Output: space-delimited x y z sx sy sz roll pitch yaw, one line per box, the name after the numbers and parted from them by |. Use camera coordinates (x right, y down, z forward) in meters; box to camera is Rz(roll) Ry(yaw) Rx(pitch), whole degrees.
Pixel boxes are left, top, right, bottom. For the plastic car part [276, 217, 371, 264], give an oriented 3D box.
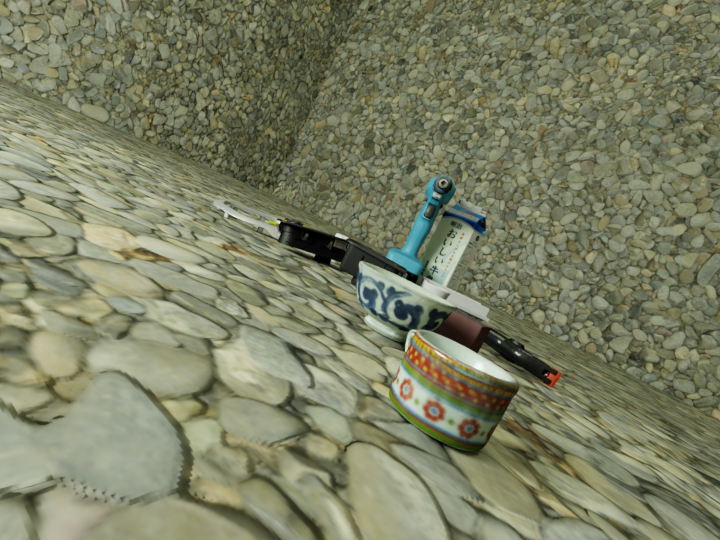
-0.079 -0.052 0.813 0.193 0.067 0.070 22 7 -32 | plastic car part

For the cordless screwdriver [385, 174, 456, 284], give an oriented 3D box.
0.106 -0.063 0.796 0.076 0.248 0.156 27 5 7 | cordless screwdriver

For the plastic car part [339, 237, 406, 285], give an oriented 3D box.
0.014 -0.001 0.743 0.118 0.071 0.065 26 6 6 | plastic car part

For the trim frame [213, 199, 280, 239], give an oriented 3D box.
-0.206 -0.102 0.914 0.235 0.027 0.195 19 8 -44 | trim frame
